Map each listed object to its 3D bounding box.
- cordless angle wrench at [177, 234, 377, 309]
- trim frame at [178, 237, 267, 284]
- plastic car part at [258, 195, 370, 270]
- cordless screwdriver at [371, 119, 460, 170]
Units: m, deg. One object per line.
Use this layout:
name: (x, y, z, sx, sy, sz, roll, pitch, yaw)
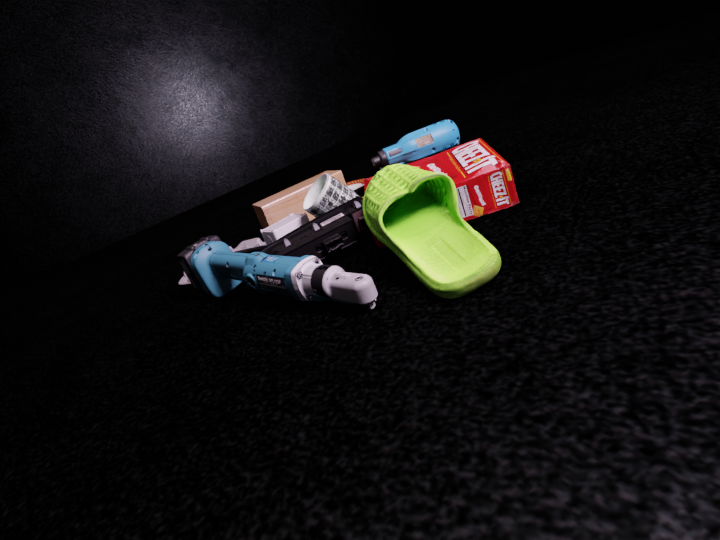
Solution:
cordless angle wrench: (-0.141, 0.004, 0.624, 0.445, 0.095, 0.073, 6, 35, 46)
trim frame: (-0.292, -0.023, 0.925, 0.258, 0.027, 0.182, -11, 23, 33)
plastic car part: (-0.068, -0.045, 0.700, 0.202, 0.063, 0.070, -26, 36, -5)
cordless screwdriver: (0.084, -0.221, 0.854, 0.158, 0.074, 0.250, -22, 2, -5)
